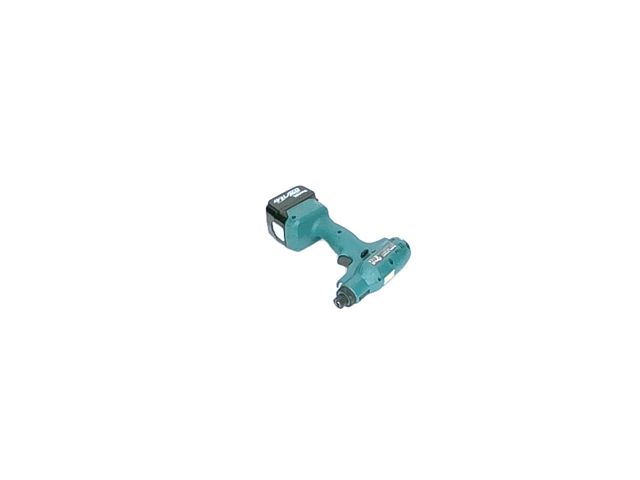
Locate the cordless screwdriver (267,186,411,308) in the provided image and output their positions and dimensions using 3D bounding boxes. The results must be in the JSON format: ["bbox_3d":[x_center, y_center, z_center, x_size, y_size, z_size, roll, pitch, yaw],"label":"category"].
[{"bbox_3d":[0.006,0.009,0.703,0.250,0.074,0.158,31,51,32],"label":"cordless screwdriver"}]
